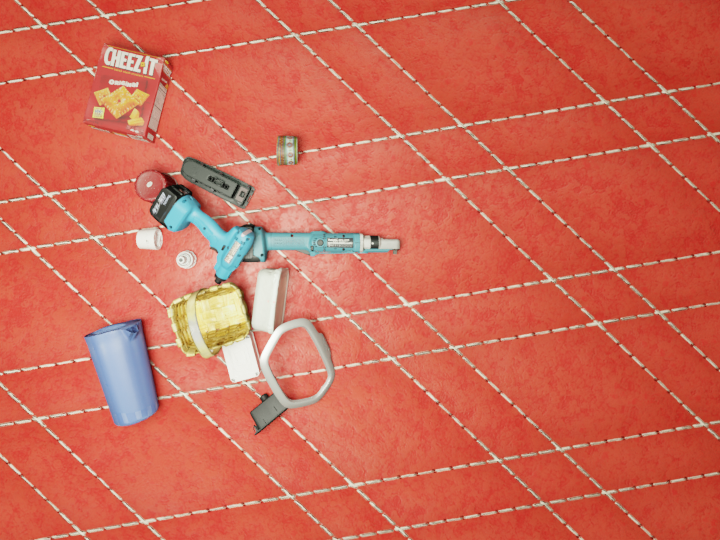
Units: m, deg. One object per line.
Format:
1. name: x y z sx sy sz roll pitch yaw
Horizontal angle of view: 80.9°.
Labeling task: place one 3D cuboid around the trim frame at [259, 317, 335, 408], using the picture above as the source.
1. trim frame: -0.152 0.236 1.064 0.181 0.029 0.241 -34 112 -22

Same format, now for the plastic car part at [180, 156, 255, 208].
1. plastic car part: -0.382 -0.231 1.099 0.204 0.067 0.066 27 97 2

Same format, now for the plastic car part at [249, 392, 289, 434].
1. plastic car part: -0.239 0.358 1.096 0.116 0.064 0.073 -43 79 -5

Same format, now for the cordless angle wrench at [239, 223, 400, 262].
1. cordless angle wrench: -0.107 -0.070 1.095 0.421 0.075 0.098 0 92 -3

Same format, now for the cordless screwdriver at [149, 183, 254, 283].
1. cordless screwdriver: -0.392 -0.088 1.026 0.250 0.074 0.159 35 110 2
